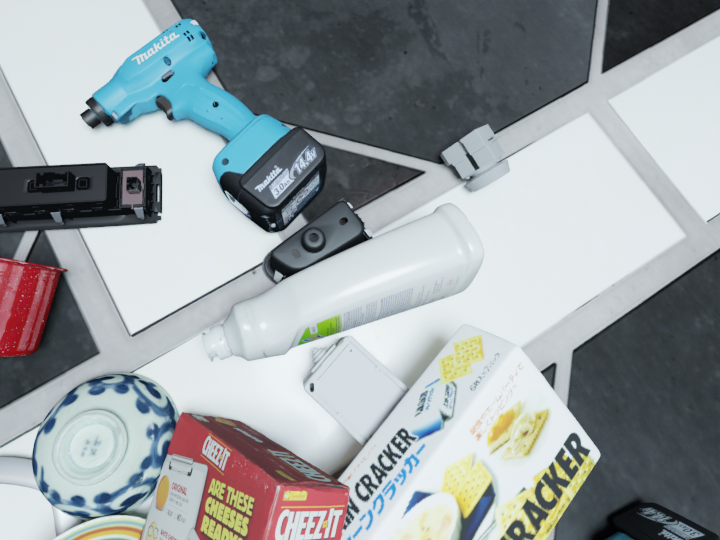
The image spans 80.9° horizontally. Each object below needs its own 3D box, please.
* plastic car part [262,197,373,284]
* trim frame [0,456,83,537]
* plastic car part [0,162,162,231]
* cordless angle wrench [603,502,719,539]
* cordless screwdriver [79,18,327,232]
[{"bbox_3d":[-0.041,-0.027,0.417,0.115,0.070,0.067,-34,81,-14],"label":"plastic car part"},{"bbox_3d":[-0.305,0.287,0.349,0.183,0.027,0.253,-11,75,-5],"label":"trim frame"},{"bbox_3d":[-0.309,-0.075,0.422,0.202,0.067,0.067,-5,85,-2],"label":"plastic car part"},{"bbox_3d":[0.103,0.333,0.333,0.421,0.097,0.075,-27,82,-5],"label":"cordless angle wrench"},{"bbox_3d":[-0.162,-0.139,0.438,0.158,0.073,0.254,-43,79,-12],"label":"cordless screwdriver"}]
